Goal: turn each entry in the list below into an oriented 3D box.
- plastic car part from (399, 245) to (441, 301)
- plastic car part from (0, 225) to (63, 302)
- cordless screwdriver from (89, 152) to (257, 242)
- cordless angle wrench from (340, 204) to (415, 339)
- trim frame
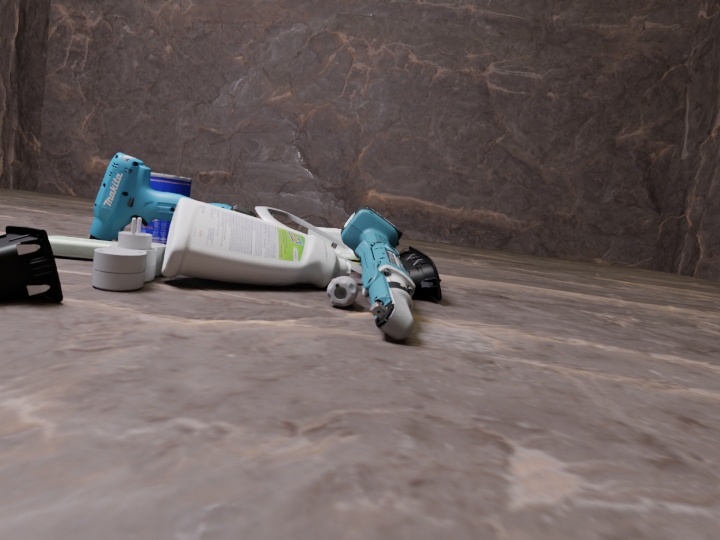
[{"bbox_3d":[0.082,0.003,0.677,0.066,0.066,0.206,-3,8,-7],"label":"plastic car part"},{"bbox_3d":[-0.328,-0.003,0.377,0.122,0.065,0.069,8,20,34],"label":"plastic car part"},{"bbox_3d":[-0.299,-0.068,0.680,0.244,0.159,0.076,22,6,-9],"label":"cordless screwdriver"},{"bbox_3d":[0.026,-0.010,0.580,0.096,0.074,0.429,35,13,-12],"label":"cordless angle wrench"},{"bbox_3d":[-0.071,-0.046,0.726,0.244,0.027,0.188,30,9,-11],"label":"trim frame"}]
